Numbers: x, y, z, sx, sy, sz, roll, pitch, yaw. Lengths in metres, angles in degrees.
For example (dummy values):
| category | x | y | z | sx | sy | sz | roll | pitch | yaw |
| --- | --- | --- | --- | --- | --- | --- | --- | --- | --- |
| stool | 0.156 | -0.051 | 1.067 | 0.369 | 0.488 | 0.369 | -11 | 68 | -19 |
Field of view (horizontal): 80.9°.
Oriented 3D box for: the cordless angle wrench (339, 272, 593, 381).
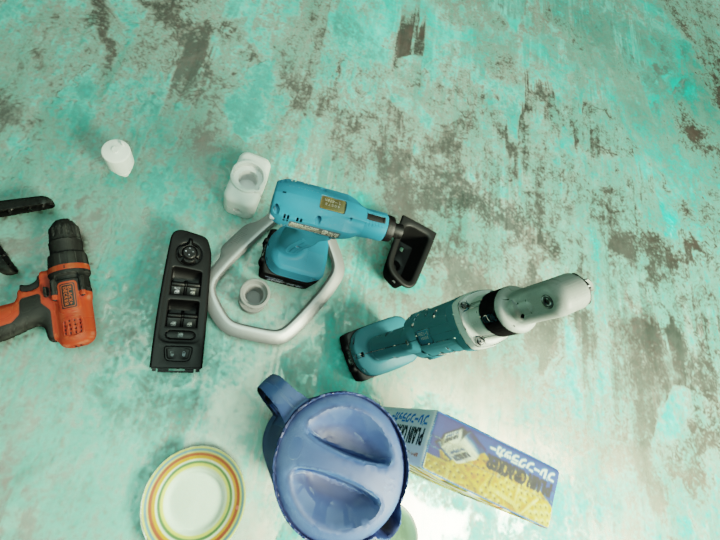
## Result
| category | x | y | z | sx | sy | sz | roll | pitch | yaw |
| --- | --- | --- | --- | --- | --- | --- | --- | --- | --- |
| cordless angle wrench | 0.079 | 0.072 | 0.483 | 0.095 | 0.426 | 0.076 | -17 | 80 | -22 |

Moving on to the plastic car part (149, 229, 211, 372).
| category | x | y | z | sx | sy | sz | roll | pitch | yaw |
| --- | --- | --- | --- | --- | --- | --- | --- | --- | --- |
| plastic car part | -0.251 | 0.042 | 0.606 | 0.065 | 0.067 | 0.207 | 4 | 70 | -15 |

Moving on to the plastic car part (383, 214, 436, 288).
| category | x | y | z | sx | sy | sz | roll | pitch | yaw |
| --- | --- | --- | --- | --- | --- | --- | --- | --- | --- |
| plastic car part | 0.069 | -0.021 | 0.706 | 0.065 | 0.071 | 0.117 | 27 | 67 | -7 |

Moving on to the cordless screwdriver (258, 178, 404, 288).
| category | x | y | z | sx | sy | sz | roll | pitch | yaw |
| --- | --- | --- | --- | --- | --- | --- | --- | --- | --- |
| cordless screwdriver | -0.057 | -0.037 | 0.584 | 0.156 | 0.250 | 0.075 | 15 | 70 | -13 |

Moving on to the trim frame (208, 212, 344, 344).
| category | x | y | z | sx | sy | sz | roll | pitch | yaw |
| --- | --- | --- | --- | --- | --- | --- | --- | --- | --- |
| trim frame | -0.134 | 0.001 | 0.672 | 0.185 | 0.027 | 0.247 | 40 | 67 | 2 |
